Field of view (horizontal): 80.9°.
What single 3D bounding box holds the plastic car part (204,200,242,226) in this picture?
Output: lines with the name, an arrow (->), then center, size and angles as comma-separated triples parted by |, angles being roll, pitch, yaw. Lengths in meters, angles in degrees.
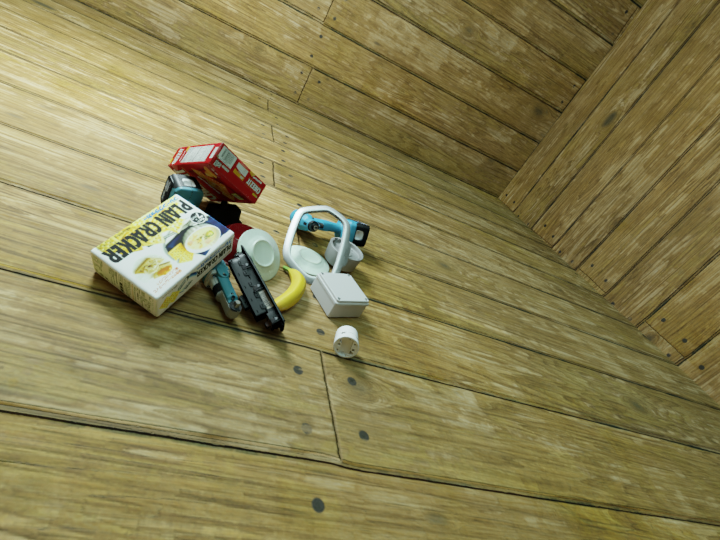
plastic car part -> -0.361, -0.149, 1.113 | 0.111, 0.071, 0.069 | 0, 37, -50

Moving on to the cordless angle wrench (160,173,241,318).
cordless angle wrench -> -0.356, -0.060, 0.953 | 0.071, 0.098, 0.445 | 3, 40, -44

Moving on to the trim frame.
trim frame -> -0.113, -0.074, 1.152 | 0.181, 0.027, 0.252 | 19, 59, -9

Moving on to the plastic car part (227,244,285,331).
plastic car part -> -0.226, 0.042, 0.892 | 0.066, 0.065, 0.210 | -24, 68, -13

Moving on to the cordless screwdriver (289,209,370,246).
cordless screwdriver -> -0.083, -0.129, 1.305 | 0.238, 0.074, 0.167 | 10, 11, -30
